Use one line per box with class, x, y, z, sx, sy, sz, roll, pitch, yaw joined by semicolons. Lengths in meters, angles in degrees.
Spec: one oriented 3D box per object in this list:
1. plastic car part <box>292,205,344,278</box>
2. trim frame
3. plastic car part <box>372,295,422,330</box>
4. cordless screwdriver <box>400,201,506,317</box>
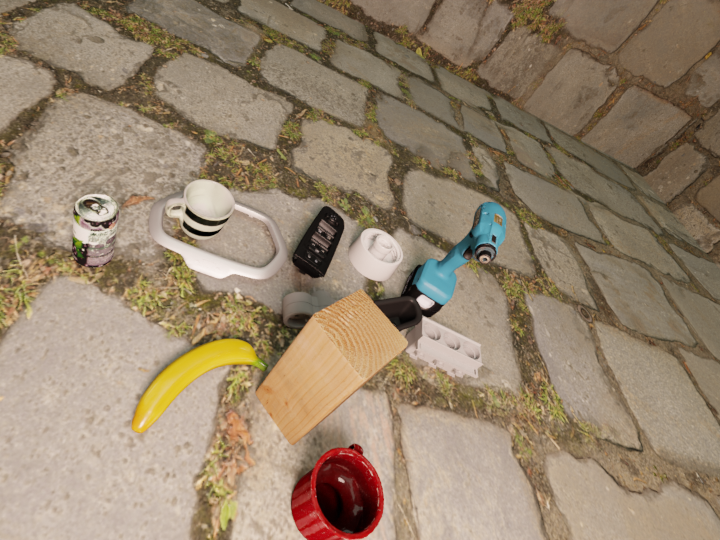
plastic car part;-0.079;-0.052;0.808;0.066;0.067;0.205;29;40;-7
trim frame;-0.246;-0.066;0.747;0.242;0.027;0.189;21;42;-13
plastic car part;0.049;0.091;0.744;0.111;0.071;0.069;-6;55;-37
cordless screwdriver;0.168;-0.003;0.775;0.074;0.249;0.159;34;40;-4
